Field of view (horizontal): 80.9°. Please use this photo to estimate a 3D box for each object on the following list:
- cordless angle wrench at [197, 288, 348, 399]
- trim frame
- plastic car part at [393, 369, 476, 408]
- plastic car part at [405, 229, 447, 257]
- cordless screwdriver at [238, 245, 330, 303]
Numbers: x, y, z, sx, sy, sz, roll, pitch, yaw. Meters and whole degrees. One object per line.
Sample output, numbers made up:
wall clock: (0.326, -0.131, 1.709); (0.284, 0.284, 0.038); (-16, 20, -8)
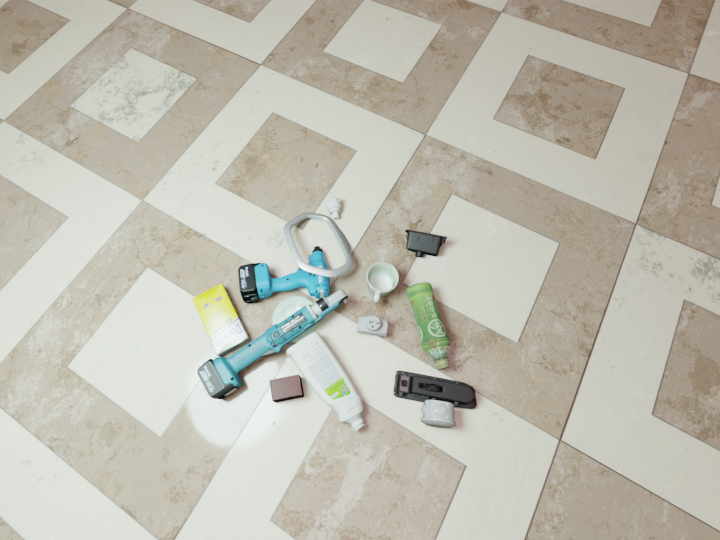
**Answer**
cordless angle wrench: (-0.214, 0.173, 1.095); (0.420, 0.072, 0.101); (-34, 73, -8)
trim frame: (-0.118, -0.077, 1.206); (0.179, 0.027, 0.261); (-11, 51, -22)
plastic car part: (0.189, 0.292, 1.044); (0.205, 0.065, 0.067); (10, 61, 4)
plastic car part: (0.181, -0.071, 1.207); (0.119, 0.064, 0.071); (9, 82, 9)
cordless screwdriver: (-0.214, 0.008, 1.183); (0.247, 0.072, 0.165); (-5, 57, -4)
